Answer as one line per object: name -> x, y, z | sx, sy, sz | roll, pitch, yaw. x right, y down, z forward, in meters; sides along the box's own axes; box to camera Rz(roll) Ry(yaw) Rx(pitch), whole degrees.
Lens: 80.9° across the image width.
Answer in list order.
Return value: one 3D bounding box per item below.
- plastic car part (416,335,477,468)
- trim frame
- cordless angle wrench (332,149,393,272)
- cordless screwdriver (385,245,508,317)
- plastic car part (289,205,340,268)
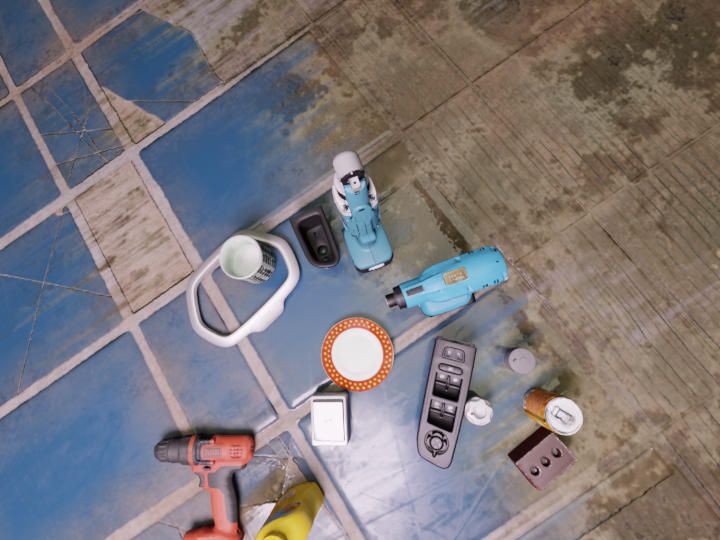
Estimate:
plastic car part -> 0.138, 0.216, 0.706 | 0.068, 0.065, 0.204 | 12, 81, 9
trim frame -> -0.232, 0.032, 0.825 | 0.248, 0.027, 0.189 | -45, 75, -2
cordless angle wrench -> 0.001, -0.076, 0.611 | 0.074, 0.413, 0.100 | -20, 80, 1
cordless screwdriver -> 0.117, 0.030, 0.657 | 0.160, 0.243, 0.076 | -20, 80, 2
plastic car part -> -0.078, -0.051, 0.795 | 0.066, 0.069, 0.119 | -24, 77, 2
